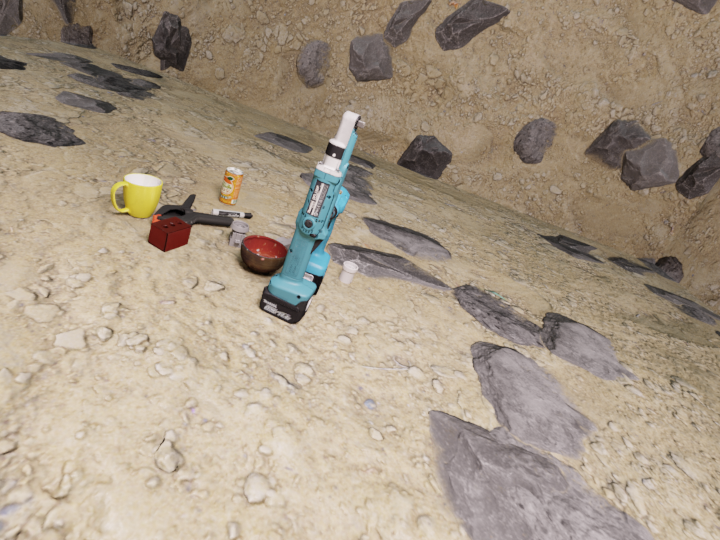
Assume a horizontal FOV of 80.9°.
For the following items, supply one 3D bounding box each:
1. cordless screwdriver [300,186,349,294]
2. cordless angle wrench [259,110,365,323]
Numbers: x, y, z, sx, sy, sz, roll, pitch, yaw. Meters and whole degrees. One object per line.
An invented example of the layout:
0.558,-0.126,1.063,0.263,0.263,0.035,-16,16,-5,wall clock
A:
-0.092,-0.060,0.940,0.074,0.246,0.161,21,24,-3,cordless screwdriver
-0.089,-0.093,0.805,0.099,0.419,0.074,26,24,6,cordless angle wrench
